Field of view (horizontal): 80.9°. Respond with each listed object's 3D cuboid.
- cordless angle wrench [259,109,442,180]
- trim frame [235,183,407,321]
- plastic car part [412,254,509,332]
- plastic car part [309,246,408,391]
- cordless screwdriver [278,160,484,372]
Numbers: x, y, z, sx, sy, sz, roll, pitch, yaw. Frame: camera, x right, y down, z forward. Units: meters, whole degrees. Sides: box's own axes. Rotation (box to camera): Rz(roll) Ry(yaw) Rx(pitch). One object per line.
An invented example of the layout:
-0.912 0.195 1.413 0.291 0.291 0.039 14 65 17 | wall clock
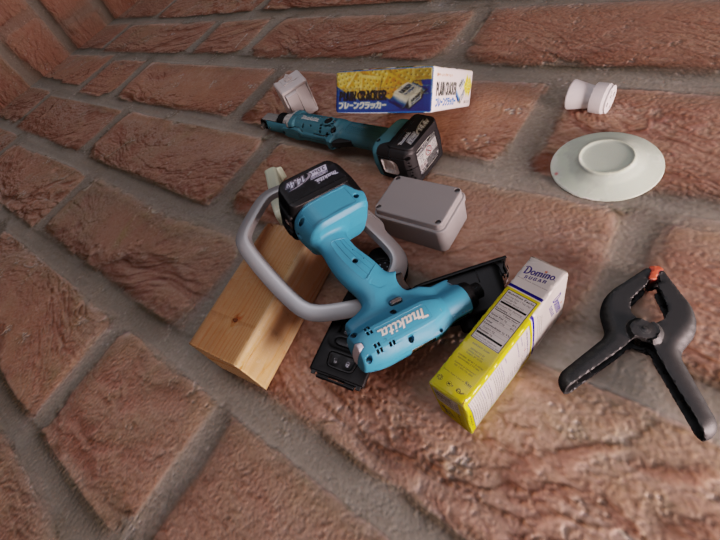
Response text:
-0.051 -0.263 0.806 0.447 0.070 0.097 25 68 38 | cordless angle wrench
-0.055 -0.036 0.563 0.182 0.026 0.261 -38 60 -18 | trim frame
0.130 0.038 0.513 0.118 0.063 0.073 -22 64 12 | plastic car part
0.012 0.059 0.538 0.069 0.064 0.204 9 56 24 | plastic car part
0.013 -0.023 0.497 0.157 0.072 0.260 -26 62 -14 | cordless screwdriver
